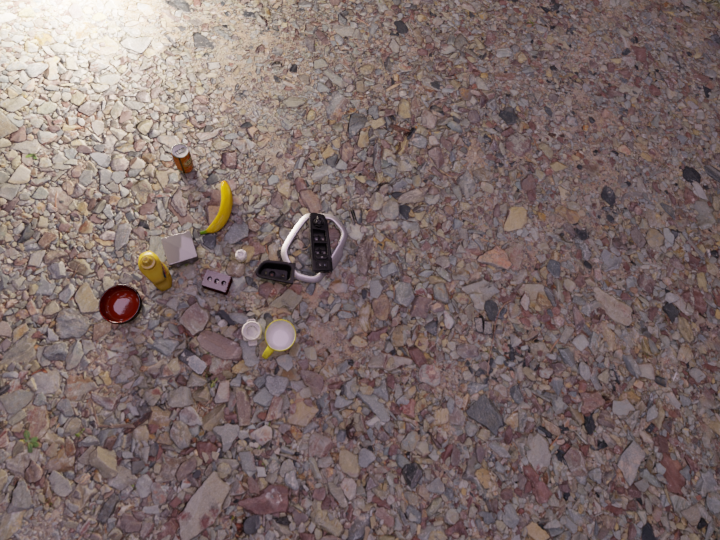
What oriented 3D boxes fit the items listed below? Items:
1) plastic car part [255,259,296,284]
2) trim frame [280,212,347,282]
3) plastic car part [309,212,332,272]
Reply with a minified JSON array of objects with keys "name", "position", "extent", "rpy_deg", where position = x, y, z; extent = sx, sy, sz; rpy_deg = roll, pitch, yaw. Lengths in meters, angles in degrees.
[{"name":"plastic car part","position":[-0.262,0.008,1.297],"extent":[0.115,0.071,0.067],"rpy_deg":[9,73,-7]},{"name":"trim frame","position":[-0.146,-0.077,1.363],"extent":[0.185,0.027,0.249],"rpy_deg":[30,71,2]},{"name":"plastic car part","position":[-0.132,-0.086,1.347],"extent":[0.065,0.067,0.207],"rpy_deg":[-2,73,-11]}]
